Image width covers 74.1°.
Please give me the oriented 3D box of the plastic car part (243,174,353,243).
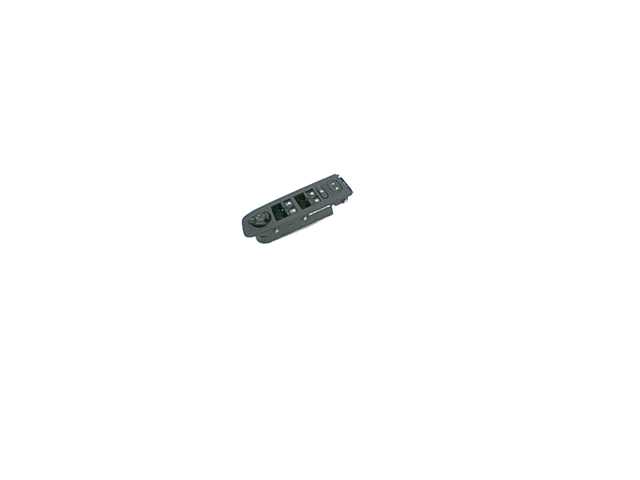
[{"bbox_3d":[-0.043,-0.050,0.769,0.202,0.066,0.067,-22,-33,-12],"label":"plastic car part"}]
